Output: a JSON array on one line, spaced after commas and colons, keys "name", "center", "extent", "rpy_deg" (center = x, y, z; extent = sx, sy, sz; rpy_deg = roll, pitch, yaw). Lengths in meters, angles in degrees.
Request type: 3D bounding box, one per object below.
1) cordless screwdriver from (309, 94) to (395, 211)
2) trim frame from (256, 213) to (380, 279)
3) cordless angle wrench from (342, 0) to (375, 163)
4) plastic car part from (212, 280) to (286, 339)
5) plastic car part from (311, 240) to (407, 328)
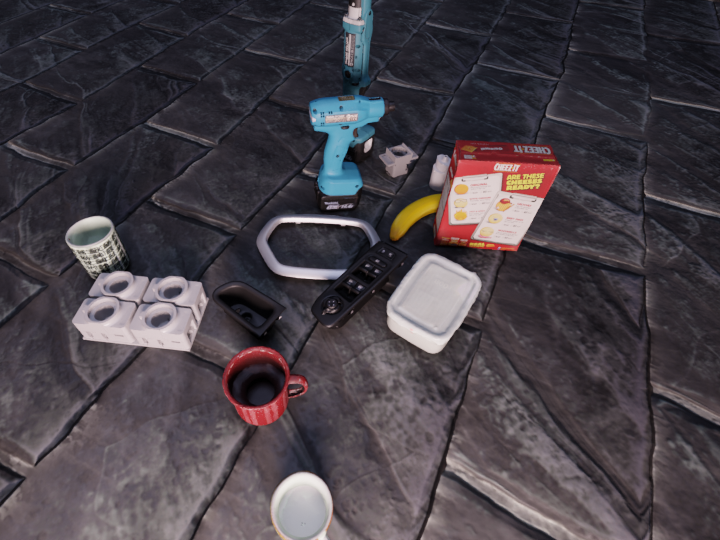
[{"name": "cordless screwdriver", "center": [-0.021, -0.235, 0.854], "extent": [0.158, 0.241, 0.077], "rpy_deg": [-6, 50, -8]}, {"name": "trim frame", "center": [-0.082, -0.054, 0.839], "extent": [0.249, 0.027, 0.190], "rpy_deg": [1, 49, 1]}, {"name": "cordless angle wrench", "center": [-0.010, -0.430, 0.910], "extent": [0.102, 0.410, 0.073], "rpy_deg": [33, 55, 22]}, {"name": "plastic car part", "center": [-0.187, 0.071, 0.705], "extent": [0.121, 0.069, 0.065], "rpy_deg": [28, 54, 22]}, {"name": "plastic car part", "center": [-0.006, 0.031, 0.740], "extent": [0.069, 0.065, 0.200], "rpy_deg": [35, 58, 25]}]
